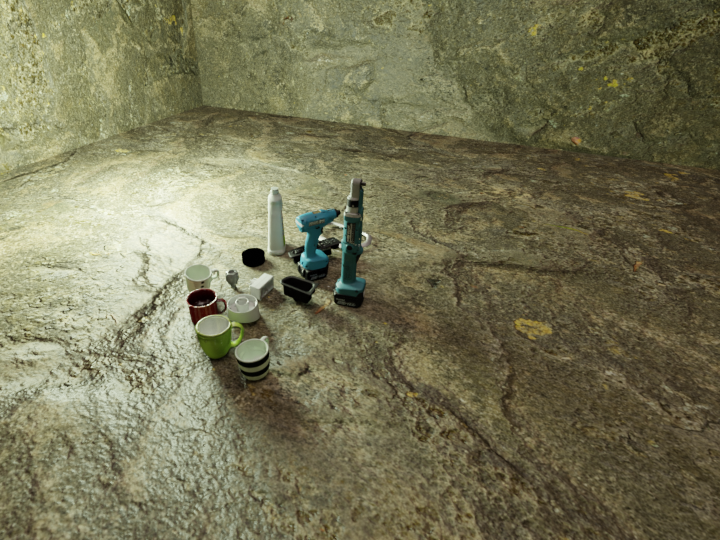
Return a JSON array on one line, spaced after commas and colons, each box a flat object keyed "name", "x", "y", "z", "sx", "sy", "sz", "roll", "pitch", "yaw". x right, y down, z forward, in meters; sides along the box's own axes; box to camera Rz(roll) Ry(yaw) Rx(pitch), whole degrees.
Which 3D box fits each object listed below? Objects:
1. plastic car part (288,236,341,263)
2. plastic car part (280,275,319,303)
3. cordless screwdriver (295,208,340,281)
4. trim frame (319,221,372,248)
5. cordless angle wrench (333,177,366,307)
[{"name": "plastic car part", "x": -0.173, "y": -0.070, "z": 1.565, "sx": 0.197, "sy": 0.065, "sz": 0.070, "roll": -15, "pitch": 36, "yaw": -23}, {"name": "plastic car part", "x": -0.198, "y": 0.067, "z": 1.354, "sx": 0.121, "sy": 0.069, "sz": 0.065, "roll": 15, "pitch": 35, "yaw": 20}, {"name": "cordless screwdriver", "x": -0.141, "y": -0.092, "z": 1.439, "sx": 0.154, "sy": 0.242, "sz": 0.079, "roll": -17, "pitch": 38, "yaw": -29}, {"name": "trim frame", "x": -0.073, "y": -0.141, "z": 1.710, "sx": 0.260, "sy": 0.027, "sz": 0.181, "roll": 19, "pitch": 37, "yaw": 25}, {"name": "cordless angle wrench", "x": -0.025, "y": -0.078, "z": 1.266, "sx": 0.100, "sy": 0.412, "sz": 0.075, "roll": 11, "pitch": 32, "yaw": 10}]
